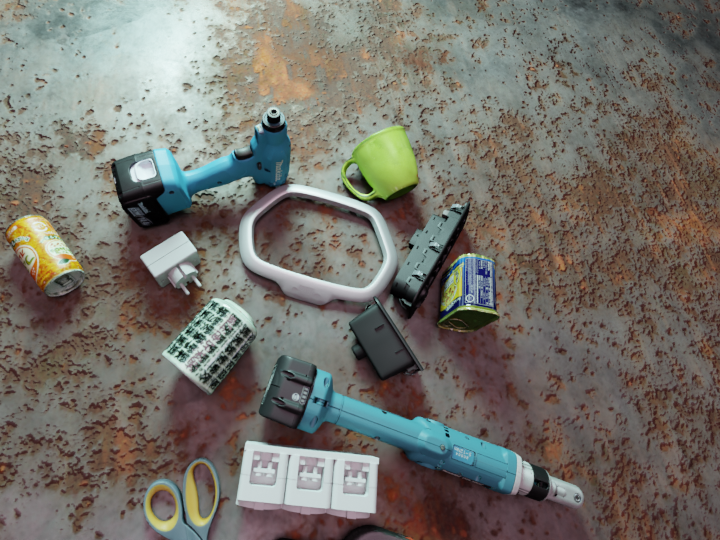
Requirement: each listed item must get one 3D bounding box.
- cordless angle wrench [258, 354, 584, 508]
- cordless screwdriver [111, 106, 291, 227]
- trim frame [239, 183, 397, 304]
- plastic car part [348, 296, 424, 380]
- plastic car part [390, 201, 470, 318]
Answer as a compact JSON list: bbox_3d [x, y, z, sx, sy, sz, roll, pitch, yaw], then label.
[{"bbox_3d":[0.084,0.215,0.528,0.421,0.098,0.075,21,70,-3],"label":"cordless angle wrench"},{"bbox_3d":[-0.218,-0.150,0.600,0.245,0.158,0.076,-19,75,-14],"label":"cordless screwdriver"},{"bbox_3d":[-0.063,-0.041,0.648,0.247,0.027,0.187,15,65,-4],"label":"trim frame"},{"bbox_3d":[0.026,0.104,0.586,0.070,0.064,0.120,-34,73,-6],"label":"plastic car part"},{"bbox_3d":[0.103,-0.024,0.645,0.069,0.065,0.203,24,66,10],"label":"plastic car part"}]
